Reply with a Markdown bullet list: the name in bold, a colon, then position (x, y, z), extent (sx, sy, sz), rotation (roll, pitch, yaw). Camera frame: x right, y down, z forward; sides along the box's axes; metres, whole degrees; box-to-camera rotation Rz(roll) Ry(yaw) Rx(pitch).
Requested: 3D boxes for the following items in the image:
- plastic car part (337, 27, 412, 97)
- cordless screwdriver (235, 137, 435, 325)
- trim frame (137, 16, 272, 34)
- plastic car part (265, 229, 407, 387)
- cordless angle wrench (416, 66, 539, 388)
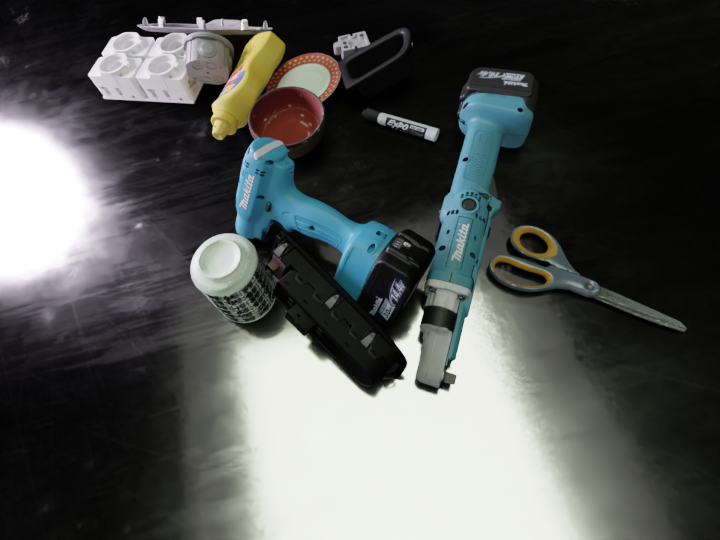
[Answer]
- **plastic car part**: position (0.034, -0.312, 0.659), extent (0.118, 0.067, 0.068), rotation (-21, 63, 15)
- **cordless screwdriver**: position (-0.050, -0.033, 0.510), extent (0.254, 0.158, 0.073), rotation (36, 44, 11)
- **trim frame**: position (-0.280, -0.443, 0.762), extent (0.255, 0.027, 0.185), rotation (8, 31, 13)
- **plastic car part**: position (-0.035, 0.050, 0.462), extent (0.206, 0.066, 0.066), rotation (41, 51, 8)
- **cordless angle wrench**: position (0.133, -0.069, 0.522), extent (0.101, 0.072, 0.426), rotation (13, 68, 14)
